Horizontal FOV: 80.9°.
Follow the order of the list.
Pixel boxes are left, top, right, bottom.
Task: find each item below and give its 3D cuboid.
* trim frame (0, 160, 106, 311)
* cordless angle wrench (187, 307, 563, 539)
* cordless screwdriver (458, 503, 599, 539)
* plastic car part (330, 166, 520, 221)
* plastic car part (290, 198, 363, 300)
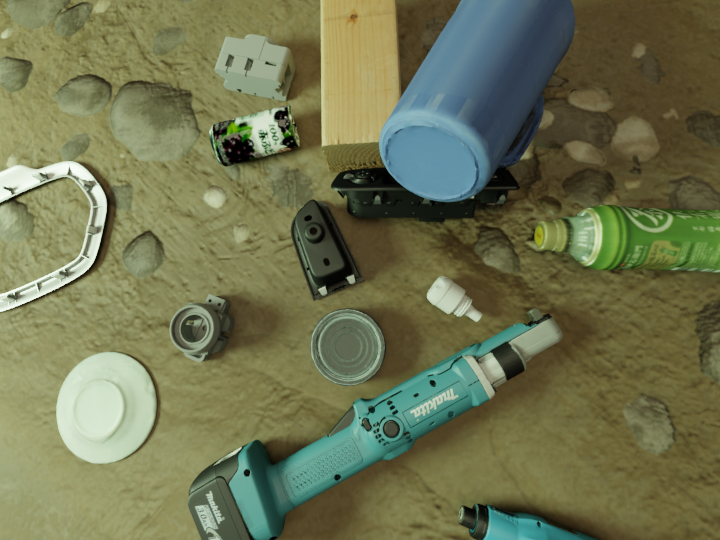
[{"bbox_3d":[-0.455,-0.050,0.566,0.249,0.027,0.188,-24,77,3],"label":"trim frame"},{"bbox_3d":[0.028,0.162,0.450,0.422,0.073,0.100,-29,80,-2],"label":"cordless angle wrench"},{"bbox_3d":[0.147,0.365,0.396,0.162,0.073,0.250,17,78,9],"label":"cordless screwdriver"},{"bbox_3d":[0.067,-0.091,0.496,0.205,0.065,0.068,4,41,4],"label":"plastic car part"},{"bbox_3d":[-0.048,-0.032,0.493,0.066,0.070,0.118,-23,82,-1],"label":"plastic car part"}]
